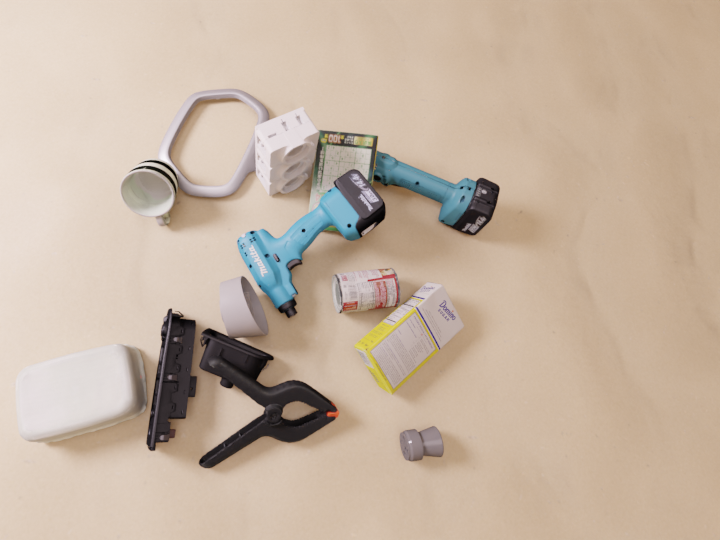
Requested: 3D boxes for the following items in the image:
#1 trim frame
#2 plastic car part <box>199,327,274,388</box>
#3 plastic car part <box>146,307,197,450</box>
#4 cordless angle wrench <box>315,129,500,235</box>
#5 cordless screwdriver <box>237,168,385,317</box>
[{"bbox_3d":[-0.271,-0.246,0.800,0.184,0.027,0.251,17,67,-1],"label":"trim frame"},{"bbox_3d":[-0.202,0.144,0.657,0.116,0.066,0.071,27,84,-4],"label":"plastic car part"},{"bbox_3d":[-0.280,0.155,0.635,0.065,0.067,0.207,3,70,-21],"label":"plastic car part"},{"bbox_3d":[0.040,-0.192,0.794,0.426,0.096,0.075,24,66,4],"label":"cordless angle wrench"},{"bbox_3d":[-0.069,-0.045,0.704,0.249,0.073,0.163,-32,79,2],"label":"cordless screwdriver"}]
